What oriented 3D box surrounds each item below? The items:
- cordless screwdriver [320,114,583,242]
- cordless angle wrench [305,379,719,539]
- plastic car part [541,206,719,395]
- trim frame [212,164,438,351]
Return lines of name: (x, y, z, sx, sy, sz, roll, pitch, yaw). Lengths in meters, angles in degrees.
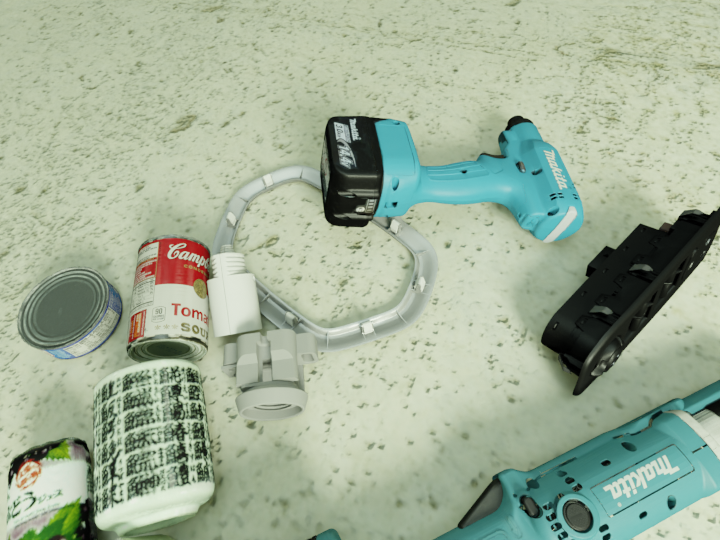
cordless screwdriver: (0.085, -0.112, 0.434, 0.247, 0.073, 0.164, 3, 55, -5)
cordless angle wrench: (0.127, 0.160, 0.277, 0.418, 0.072, 0.102, -21, 60, -10)
plastic car part: (0.224, 0.016, 0.358, 0.201, 0.063, 0.071, -42, 55, -19)
trim frame: (-0.043, -0.028, 0.435, 0.260, 0.026, 0.182, 35, 67, 26)
